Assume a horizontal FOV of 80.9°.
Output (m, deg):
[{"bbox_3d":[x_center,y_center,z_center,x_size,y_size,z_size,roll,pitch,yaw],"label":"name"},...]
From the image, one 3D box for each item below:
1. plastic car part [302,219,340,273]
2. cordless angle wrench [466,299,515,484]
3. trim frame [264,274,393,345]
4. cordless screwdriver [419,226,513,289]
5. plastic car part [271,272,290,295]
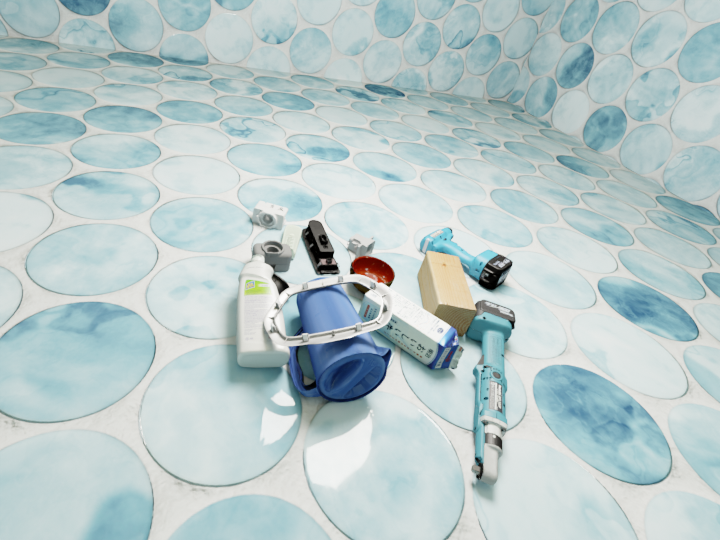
[{"bbox_3d":[-0.112,-0.073,1.148,0.065,0.065,0.213,-8,38,-19],"label":"plastic car part"},{"bbox_3d":[0.263,0.226,0.857,0.099,0.073,0.425,18,38,5],"label":"cordless angle wrench"},{"bbox_3d":[-0.061,0.071,0.799,0.248,0.026,0.191,-10,37,-2],"label":"trim frame"},{"bbox_3d":[0.316,-0.052,1.245,0.261,0.073,0.154,31,39,29],"label":"cordless screwdriver"},{"bbox_3d":[-0.222,0.039,0.965,0.121,0.064,0.070,32,54,19],"label":"plastic car part"}]
